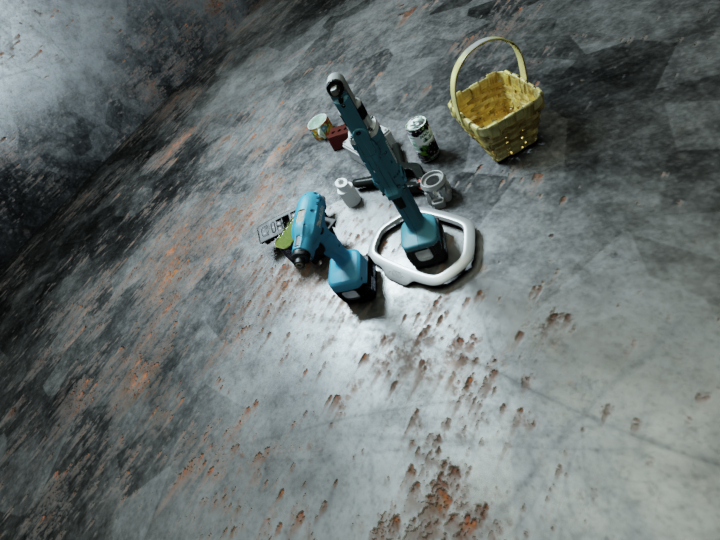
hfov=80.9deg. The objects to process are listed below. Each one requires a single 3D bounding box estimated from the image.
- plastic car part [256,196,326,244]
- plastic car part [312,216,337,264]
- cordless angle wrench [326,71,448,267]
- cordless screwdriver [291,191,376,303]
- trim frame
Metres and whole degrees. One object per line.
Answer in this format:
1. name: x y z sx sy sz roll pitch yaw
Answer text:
1. plastic car part: -0.171 -0.123 1.111 0.205 0.063 0.069 -28 43 12
2. plastic car part: -0.099 -0.064 1.008 0.070 0.067 0.116 17 65 43
3. cordless angle wrench: 0.050 -0.162 0.740 0.076 0.400 0.101 -17 46 22
4. cordless screwdriver: -0.053 -0.016 0.811 0.077 0.235 0.163 -15 47 24
5. trim frame: 0.121 -0.053 0.876 0.263 0.026 0.183 24 71 45
